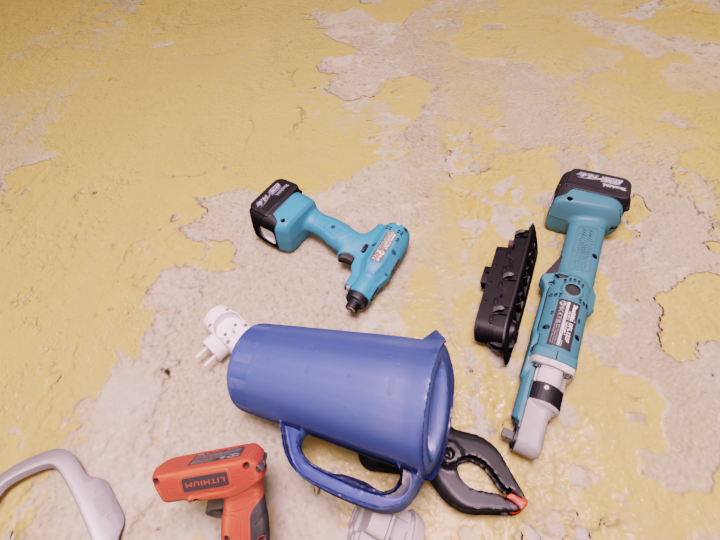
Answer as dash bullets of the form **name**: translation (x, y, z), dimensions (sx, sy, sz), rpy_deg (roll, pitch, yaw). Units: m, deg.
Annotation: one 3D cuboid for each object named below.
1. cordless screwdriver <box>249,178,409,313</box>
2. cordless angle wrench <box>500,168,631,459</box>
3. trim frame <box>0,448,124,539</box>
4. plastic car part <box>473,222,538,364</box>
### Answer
- **cordless screwdriver**: translation (-0.065, -0.042, 0.664), dimensions (0.258, 0.072, 0.159), rpy_deg (23, 59, 20)
- **cordless angle wrench**: translation (0.268, 0.037, 0.554), dimensions (0.102, 0.071, 0.423), rpy_deg (18, 60, 20)
- **trim frame**: translation (-0.351, 0.319, 0.458), dimensions (0.182, 0.026, 0.262), rpy_deg (-41, 56, -20)
- **plastic car part**: translation (0.197, 0.026, 0.576), dimensions (0.070, 0.063, 0.204), rpy_deg (7, 54, 24)
